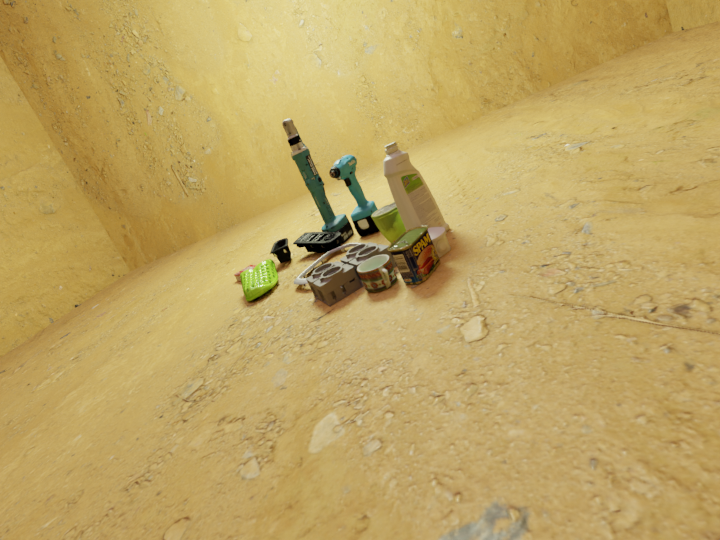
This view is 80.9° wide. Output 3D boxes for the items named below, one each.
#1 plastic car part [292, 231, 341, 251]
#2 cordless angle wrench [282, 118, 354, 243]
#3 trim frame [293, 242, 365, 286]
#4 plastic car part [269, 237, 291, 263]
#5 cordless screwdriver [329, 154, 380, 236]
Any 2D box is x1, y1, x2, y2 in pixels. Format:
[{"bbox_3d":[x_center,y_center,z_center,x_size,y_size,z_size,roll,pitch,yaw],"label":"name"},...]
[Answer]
[{"bbox_3d":[-0.132,-0.086,1.347,0.065,0.065,0.212,-36,21,-33],"label":"plastic car part"},{"bbox_3d":[-0.148,-0.281,1.348,0.077,0.413,0.096,-14,17,37],"label":"cordless angle wrench"},{"bbox_3d":[-0.081,-0.020,1.165,0.191,0.027,0.245,-11,23,36],"label":"trim frame"},{"bbox_3d":[-0.263,-0.062,1.446,0.066,0.069,0.119,-24,17,4],"label":"plastic car part"},{"bbox_3d":[-0.017,-0.223,1.288,0.077,0.243,0.158,-17,17,27],"label":"cordless screwdriver"}]
